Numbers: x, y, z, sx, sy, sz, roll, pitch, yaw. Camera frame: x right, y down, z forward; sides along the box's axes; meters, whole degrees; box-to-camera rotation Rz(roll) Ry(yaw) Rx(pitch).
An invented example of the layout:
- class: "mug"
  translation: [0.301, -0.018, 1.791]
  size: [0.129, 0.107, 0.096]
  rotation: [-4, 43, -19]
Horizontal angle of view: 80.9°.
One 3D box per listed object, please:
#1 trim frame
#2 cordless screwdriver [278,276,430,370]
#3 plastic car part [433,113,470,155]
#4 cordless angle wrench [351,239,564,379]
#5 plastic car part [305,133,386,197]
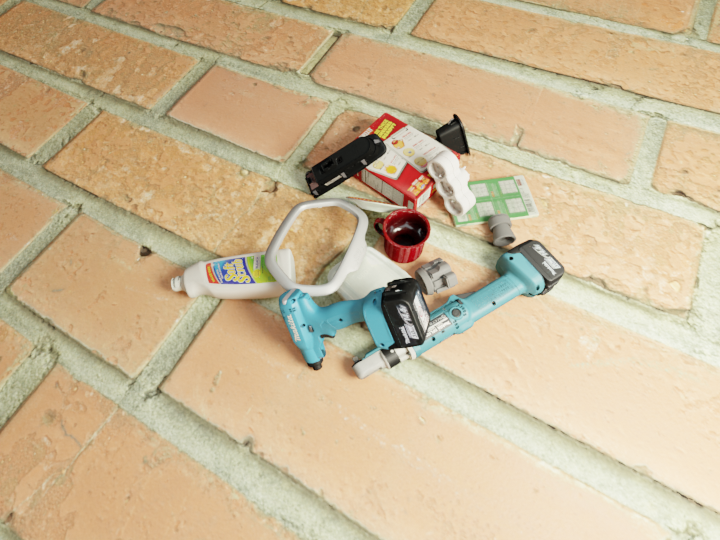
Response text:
- class: "trim frame"
  translation: [-0.082, -0.053, 0.836]
  size: [0.189, 0.026, 0.250]
  rotation: [15, 55, 13]
- class: "cordless screwdriver"
  translation: [-0.011, 0.099, 0.713]
  size: [0.258, 0.155, 0.074]
  rotation: [-8, 21, 27]
- class: "plastic car part"
  translation: [0.203, -0.303, 0.971]
  size: [0.072, 0.110, 0.068]
  rotation: [-28, 62, 15]
- class: "cordless angle wrench"
  translation: [0.173, 0.085, 0.782]
  size: [0.420, 0.072, 0.102]
  rotation: [-29, 64, -8]
- class: "plastic car part"
  translation: [-0.043, -0.237, 0.923]
  size: [0.207, 0.064, 0.068]
  rotation: [-25, 73, 22]
